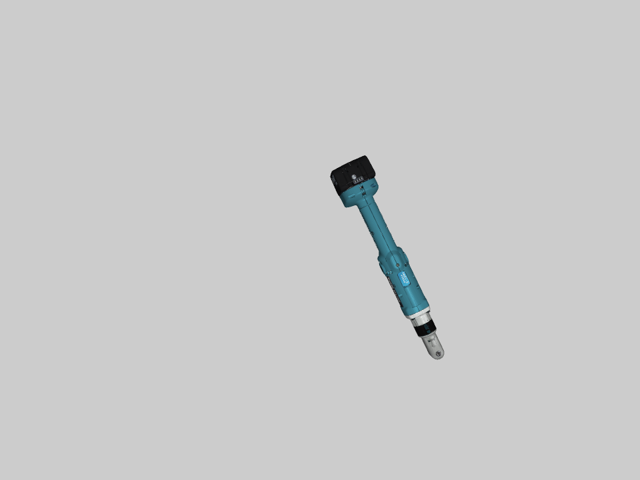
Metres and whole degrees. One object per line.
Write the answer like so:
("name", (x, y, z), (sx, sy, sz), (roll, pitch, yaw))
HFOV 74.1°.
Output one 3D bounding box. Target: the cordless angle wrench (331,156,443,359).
("cordless angle wrench", (0.144, 0.044, 0.837), (0.074, 0.423, 0.098), (-26, 1, -2))
